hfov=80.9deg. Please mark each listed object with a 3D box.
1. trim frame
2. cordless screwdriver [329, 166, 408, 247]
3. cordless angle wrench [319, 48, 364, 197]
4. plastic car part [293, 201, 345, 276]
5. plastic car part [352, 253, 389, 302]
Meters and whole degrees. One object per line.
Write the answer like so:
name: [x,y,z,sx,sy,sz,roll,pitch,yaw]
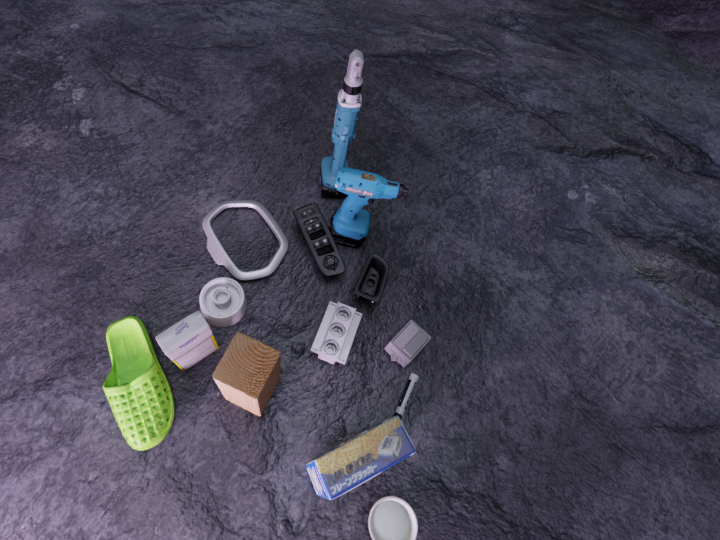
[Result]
trim frame: [-0.293,-0.083,1.065,0.181,0.027,0.257,-30,68,-20]
cordless screwdriver: [0.008,-0.142,1.003,0.159,0.245,0.075,14,62,-3]
cordless angle wrench: [-0.041,-0.326,1.001,0.073,0.417,0.101,0,64,-11]
plastic car part: [-0.103,-0.067,1.053,0.065,0.066,0.211,-20,65,-18]
plastic car part: [0.026,0.026,1.012,0.066,0.070,0.117,21,61,2]
